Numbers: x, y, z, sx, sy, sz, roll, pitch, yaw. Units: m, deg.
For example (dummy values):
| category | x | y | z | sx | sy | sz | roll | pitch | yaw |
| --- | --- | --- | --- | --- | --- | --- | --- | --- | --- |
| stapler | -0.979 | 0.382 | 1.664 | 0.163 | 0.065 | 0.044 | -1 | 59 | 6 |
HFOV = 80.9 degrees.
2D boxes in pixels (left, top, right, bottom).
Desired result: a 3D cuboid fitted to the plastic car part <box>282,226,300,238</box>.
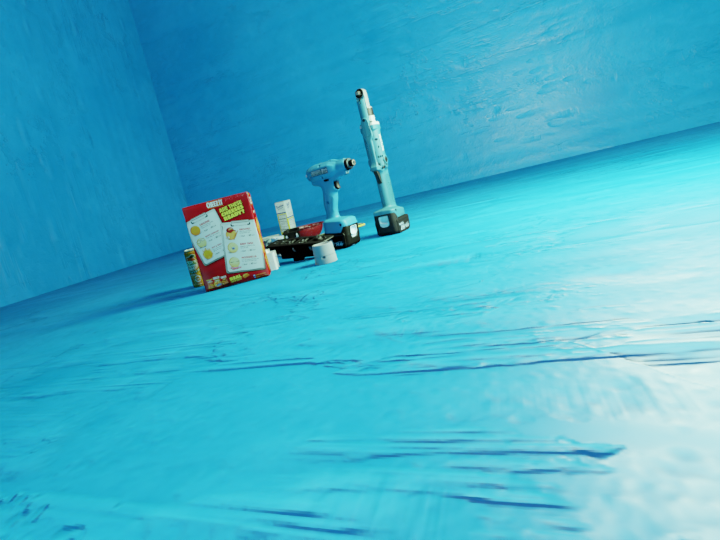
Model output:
| category | x | y | z | sx | sy | sz | roll | pitch | yaw |
| --- | --- | --- | --- | --- | --- | --- | --- | --- | --- |
| plastic car part | -0.238 | -0.112 | 1.498 | 0.066 | 0.070 | 0.118 | -15 | 10 | -5 |

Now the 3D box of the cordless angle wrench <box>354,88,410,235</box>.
| category | x | y | z | sx | sy | sz | roll | pitch | yaw |
| --- | --- | --- | --- | --- | --- | --- | --- | --- | --- |
| cordless angle wrench | 0.050 | -0.314 | 1.225 | 0.077 | 0.419 | 0.095 | -10 | 8 | 34 |

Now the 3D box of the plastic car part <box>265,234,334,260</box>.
| category | x | y | z | sx | sy | sz | roll | pitch | yaw |
| --- | --- | --- | --- | --- | --- | --- | --- | --- | --- |
| plastic car part | -0.164 | -0.062 | 1.164 | 0.211 | 0.066 | 0.064 | -8 | 11 | 32 |

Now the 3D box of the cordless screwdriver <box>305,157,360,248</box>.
| category | x | y | z | sx | sy | sz | roll | pitch | yaw |
| --- | --- | --- | --- | --- | --- | --- | --- | --- | --- |
| cordless screwdriver | -0.058 | -0.189 | 1.191 | 0.166 | 0.246 | 0.072 | -8 | 9 | 39 |
